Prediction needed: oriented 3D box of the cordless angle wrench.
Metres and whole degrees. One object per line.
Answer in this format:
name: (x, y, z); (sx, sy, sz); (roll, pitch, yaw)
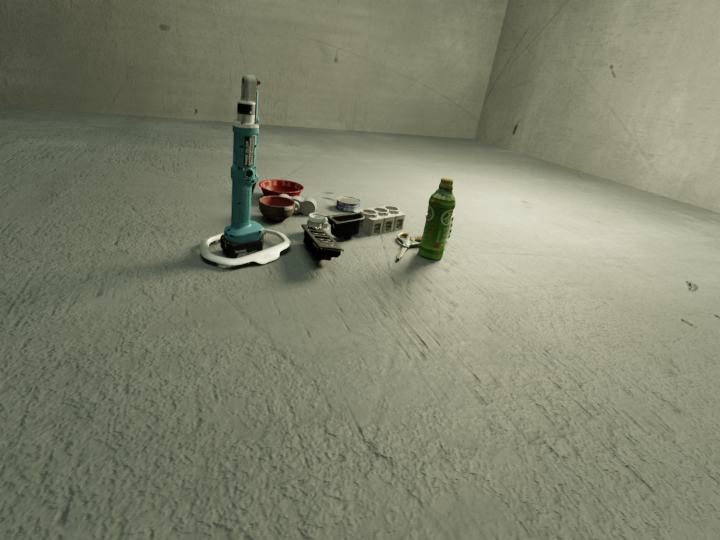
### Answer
cordless angle wrench: (-0.271, -0.232, 0.989); (0.094, 0.415, 0.079); (-10, 30, -38)

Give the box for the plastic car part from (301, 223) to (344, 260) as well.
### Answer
plastic car part: (-0.107, -0.070, 1.098); (0.064, 0.066, 0.213); (-2, 26, -21)

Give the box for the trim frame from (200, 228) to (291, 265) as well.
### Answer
trim frame: (-0.293, -0.064, 1.085); (0.194, 0.027, 0.240); (23, 30, 32)

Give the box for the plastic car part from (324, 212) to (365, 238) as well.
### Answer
plastic car part: (-0.041, -0.126, 1.228); (0.112, 0.069, 0.070); (-8, 29, -30)
